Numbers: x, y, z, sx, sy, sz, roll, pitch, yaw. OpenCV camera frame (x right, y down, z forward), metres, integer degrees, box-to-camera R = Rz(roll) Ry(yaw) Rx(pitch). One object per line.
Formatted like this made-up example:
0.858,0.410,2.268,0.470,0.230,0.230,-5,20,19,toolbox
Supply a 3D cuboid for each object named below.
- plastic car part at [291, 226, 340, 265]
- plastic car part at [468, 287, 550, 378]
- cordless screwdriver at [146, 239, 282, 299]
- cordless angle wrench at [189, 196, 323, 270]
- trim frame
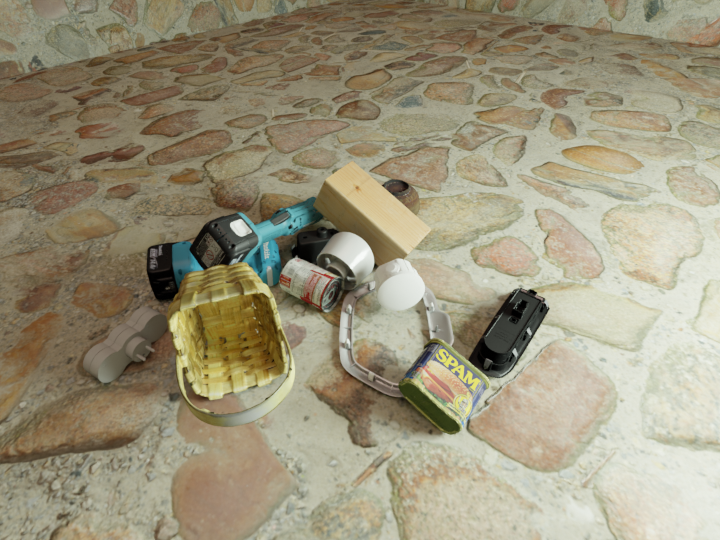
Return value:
-0.084,-0.055,0.854,0.116,0.068,0.069,-11,44,-5,plastic car part
0.246,0.090,0.680,0.069,0.065,0.200,32,55,23,plastic car part
-0.286,-0.027,0.839,0.245,0.072,0.166,-7,42,-10,cordless screwdriver
-0.147,-0.099,0.843,0.075,0.099,0.413,48,35,4,cordless angle wrench
0.057,0.097,0.709,0.186,0.026,0.255,1,41,3,trim frame
